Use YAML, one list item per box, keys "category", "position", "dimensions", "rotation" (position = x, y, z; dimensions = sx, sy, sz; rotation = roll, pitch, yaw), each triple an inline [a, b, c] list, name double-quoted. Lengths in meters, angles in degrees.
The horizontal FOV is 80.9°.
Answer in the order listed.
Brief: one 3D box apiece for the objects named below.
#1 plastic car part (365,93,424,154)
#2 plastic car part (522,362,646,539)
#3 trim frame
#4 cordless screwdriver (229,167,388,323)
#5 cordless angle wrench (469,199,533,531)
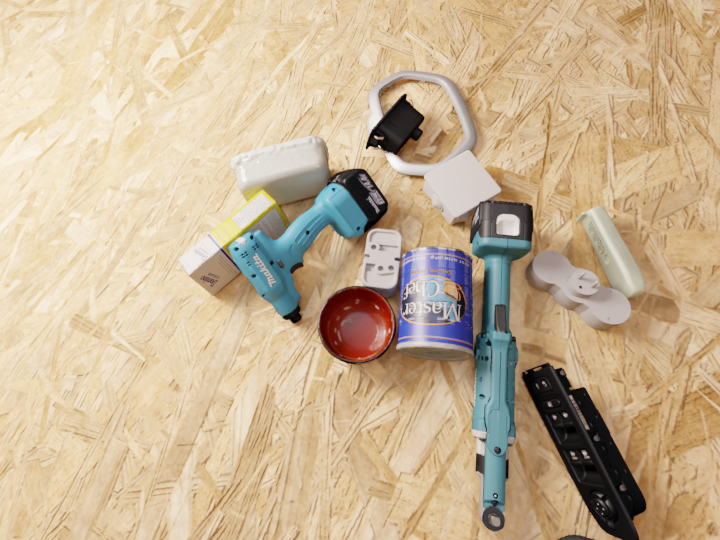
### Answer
- category: "plastic car part"
  position: [0.072, -0.250, 0.740]
  dimensions: [0.072, 0.066, 0.116]
  rotation: [40, 74, 4]
- category: "plastic car part"
  position: [0.284, 0.219, 0.532]
  dimensions: [0.065, 0.066, 0.210]
  rotation: [-4, 63, -23]
- category: "trim frame"
  position: [0.107, -0.278, 0.784]
  dimensions: [0.184, 0.027, 0.256]
  rotation: [-15, 68, 1]
- category: "cordless screwdriver"
  position: [-0.066, -0.043, 0.673]
  dimensions: [0.246, 0.077, 0.155]
  rotation: [-38, 107, -15]
- category: "cordless angle wrench"
  position: [0.186, 0.111, 0.580]
  dimensions: [0.076, 0.095, 0.429]
  rotation: [5, 72, 8]
